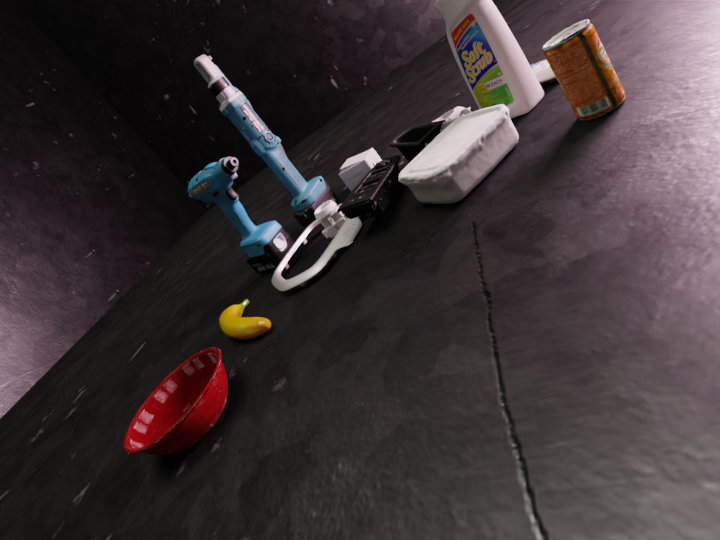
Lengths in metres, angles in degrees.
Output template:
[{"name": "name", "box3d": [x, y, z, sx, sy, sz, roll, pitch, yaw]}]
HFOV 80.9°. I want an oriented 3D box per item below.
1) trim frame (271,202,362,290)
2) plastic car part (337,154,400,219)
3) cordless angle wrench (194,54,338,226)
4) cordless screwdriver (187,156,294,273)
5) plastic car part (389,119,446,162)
[{"name": "trim frame", "box3d": [-0.077, -0.050, 0.789, 0.191, 0.026, 0.248, -16, 32, 43]}, {"name": "plastic car part", "box3d": [0.033, -0.144, 0.743, 0.068, 0.065, 0.204, -23, 27, 37]}, {"name": "cordless angle wrench", "box3d": [-0.211, -0.282, 0.925, 0.077, 0.409, 0.097, -18, 28, 48]}, {"name": "cordless screwdriver", "box3d": [-0.228, -0.112, 0.856, 0.165, 0.241, 0.074, -18, 27, 45]}, {"name": "plastic car part", "box3d": [0.111, -0.219, 0.759, 0.066, 0.068, 0.121, -42, 22, -9]}]
